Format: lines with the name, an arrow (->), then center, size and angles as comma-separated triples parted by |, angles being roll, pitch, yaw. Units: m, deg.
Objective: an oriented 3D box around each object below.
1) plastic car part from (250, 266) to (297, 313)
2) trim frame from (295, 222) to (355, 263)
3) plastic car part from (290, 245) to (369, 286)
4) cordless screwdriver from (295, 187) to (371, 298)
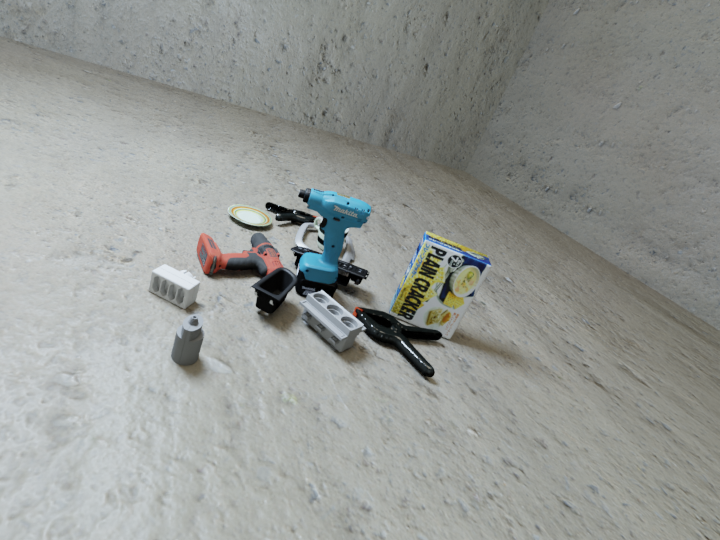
plastic car part -> -0.177, 0.048, 0.873 | 0.067, 0.070, 0.115 | 26, 25, 9
trim frame -> -0.099, -0.079, 1.240 | 0.183, 0.027, 0.253 | 18, 25, -5
plastic car part -> -0.083, -0.008, 1.062 | 0.206, 0.066, 0.066 | 25, 24, 8
cordless screwdriver -> -0.093, -0.061, 0.947 | 0.156, 0.246, 0.076 | 18, 24, -10
